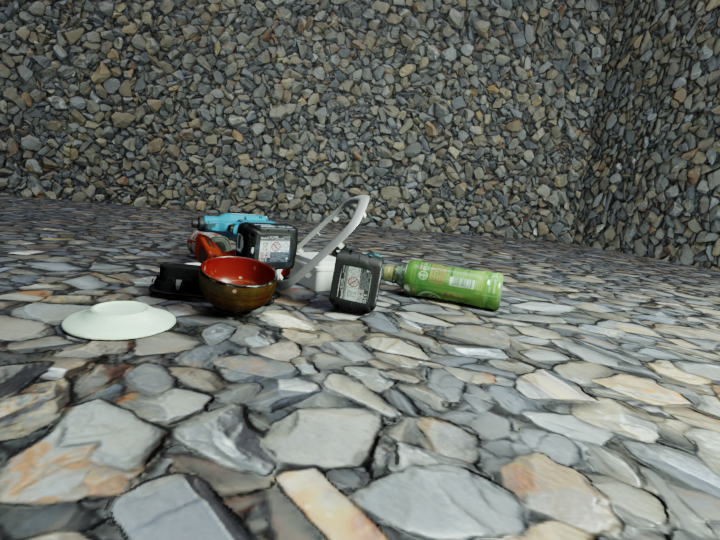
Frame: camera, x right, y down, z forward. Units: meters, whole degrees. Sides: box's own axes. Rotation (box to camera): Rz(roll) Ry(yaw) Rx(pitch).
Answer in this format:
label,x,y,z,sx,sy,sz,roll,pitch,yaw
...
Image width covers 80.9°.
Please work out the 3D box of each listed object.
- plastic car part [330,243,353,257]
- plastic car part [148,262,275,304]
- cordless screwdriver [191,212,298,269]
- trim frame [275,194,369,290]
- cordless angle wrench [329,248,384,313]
label,x,y,z,sx,sy,sz,roll,pitch,yaw
plastic car part,-0.030,-0.029,1.090,0.073,0.066,0.113,24,11,15
plastic car part,-0.240,0.019,0.683,0.201,0.066,0.068,2,16,-5
cordless screwdriver,-0.225,-0.068,0.802,0.153,0.073,0.261,0,15,-29
trim frame,-0.076,-0.050,0.775,0.026,0.249,0.190,43,9,-22
cordless angle wrench,0.013,-0.002,0.855,0.075,0.097,0.418,10,7,5
